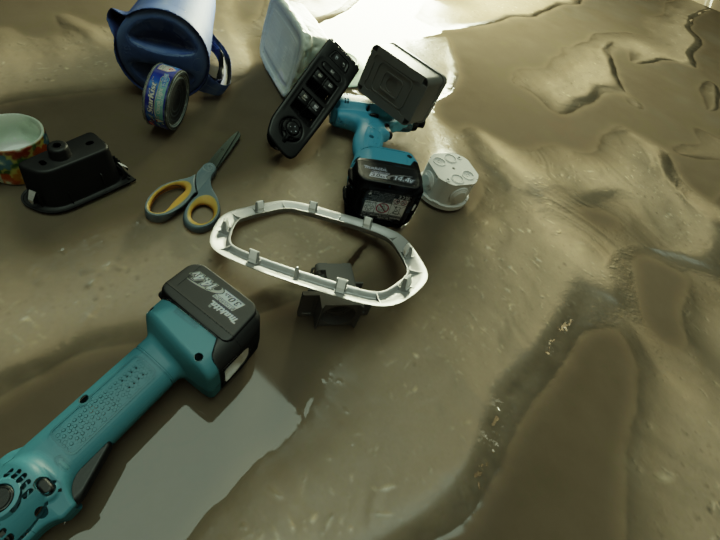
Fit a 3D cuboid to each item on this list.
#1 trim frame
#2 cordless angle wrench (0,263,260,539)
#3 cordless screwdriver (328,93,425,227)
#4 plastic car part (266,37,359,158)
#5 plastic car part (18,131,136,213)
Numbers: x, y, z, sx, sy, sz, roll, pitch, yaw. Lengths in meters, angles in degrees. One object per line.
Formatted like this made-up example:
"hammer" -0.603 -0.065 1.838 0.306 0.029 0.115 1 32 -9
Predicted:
"trim frame" -0.047 -0.031 0.478 0.254 0.027 0.184 18 35 11
"cordless angle wrench" -0.239 0.163 0.296 0.100 0.073 0.419 33 55 11
"cordless screwdriver" 0.041 -0.175 0.624 0.156 0.073 0.258 3 48 -12
"plastic car part" -0.082 -0.252 0.632 0.063 0.070 0.204 42 63 -32
"plastic car part" -0.336 -0.120 0.492 0.068 0.070 0.114 37 50 14
